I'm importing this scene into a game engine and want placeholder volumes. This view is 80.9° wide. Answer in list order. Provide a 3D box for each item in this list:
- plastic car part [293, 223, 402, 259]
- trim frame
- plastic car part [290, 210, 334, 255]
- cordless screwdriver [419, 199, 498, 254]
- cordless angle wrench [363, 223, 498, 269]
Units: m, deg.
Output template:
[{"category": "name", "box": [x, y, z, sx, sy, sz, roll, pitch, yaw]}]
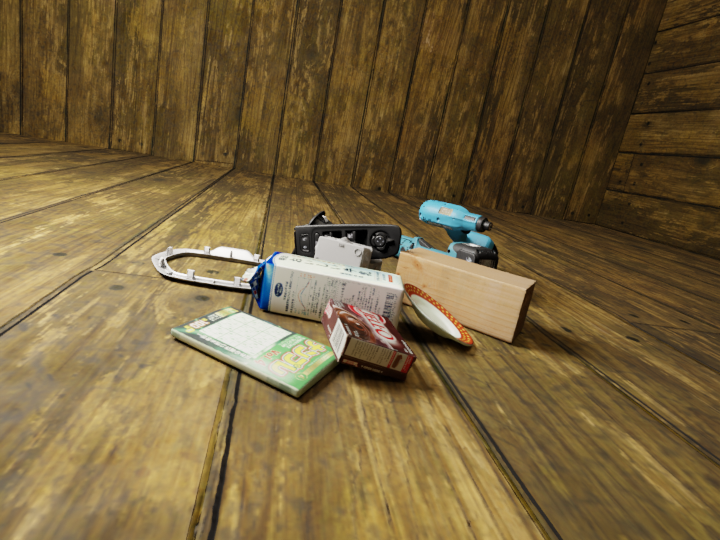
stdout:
[{"category": "plastic car part", "box": [-0.020, -0.052, 0.781, 0.210, 0.066, 0.064, 0, -1, 24]}, {"category": "trim frame", "box": [-0.241, -0.009, 0.747, 0.248, 0.027, 0.187, 7, 15, -3]}, {"category": "plastic car part", "box": [-0.085, -0.056, 0.869, 0.073, 0.116, 0.064, 39, 22, 11]}, {"category": "cordless screwdriver", "box": [0.250, -0.071, 0.958, 0.168, 0.074, 0.234, 23, -10, 42]}, {"category": "cordless angle wrench", "box": [0.122, -0.049, 1.006, 0.071, 0.097, 0.446, 1, 14, -34]}]
